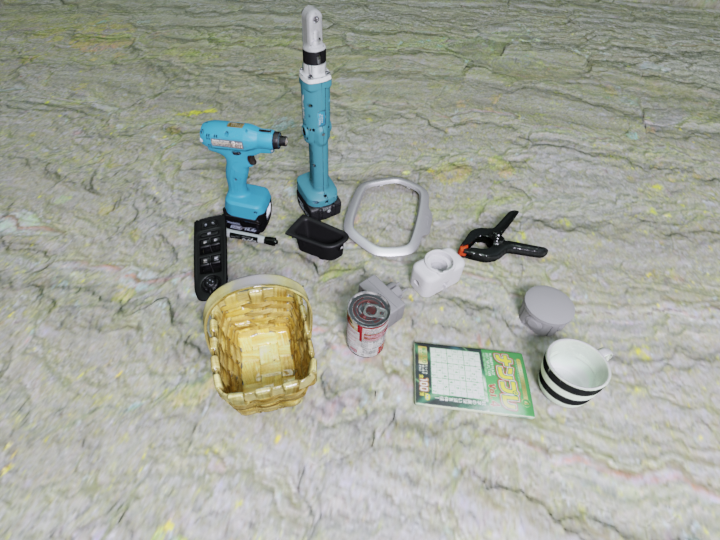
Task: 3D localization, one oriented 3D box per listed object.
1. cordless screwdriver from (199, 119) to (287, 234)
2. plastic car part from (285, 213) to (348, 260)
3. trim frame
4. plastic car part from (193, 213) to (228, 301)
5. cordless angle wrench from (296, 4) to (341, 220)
[{"bbox_3d":[-0.216,-0.181,0.844,0.161,0.241,0.076,10,50,6],"label":"cordless screwdriver"},{"bbox_3d":[-0.083,-0.054,0.844,0.121,0.069,0.065,24,53,20],"label":"plastic car part"},{"bbox_3d":[0.064,-0.124,0.928,0.188,0.026,0.252,10,50,10],"label":"trim frame"},{"bbox_3d":[-0.287,-0.016,0.820,0.065,0.065,0.212,-9,50,-9],"label":"plastic car part"},{"bbox_3d":[-0.085,-0.272,0.808,0.073,0.410,0.103,-20,54,-19],"label":"cordless angle wrench"}]
